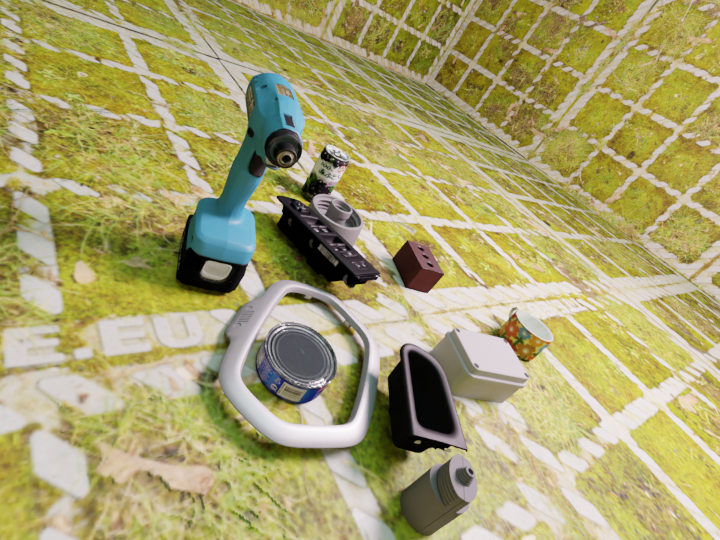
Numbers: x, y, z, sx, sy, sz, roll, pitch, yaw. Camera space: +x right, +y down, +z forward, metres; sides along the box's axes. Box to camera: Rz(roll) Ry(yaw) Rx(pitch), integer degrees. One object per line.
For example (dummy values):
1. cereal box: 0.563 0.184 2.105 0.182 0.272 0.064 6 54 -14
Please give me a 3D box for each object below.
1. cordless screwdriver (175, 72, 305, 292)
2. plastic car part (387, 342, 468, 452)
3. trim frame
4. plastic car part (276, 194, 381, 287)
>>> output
1. cordless screwdriver: -0.129 -0.073 0.453 0.071 0.248 0.166 16 35 -29
2. plastic car part: 0.058 0.149 0.466 0.064 0.071 0.120 21 32 -19
3. trim frame: -0.062 0.093 0.485 0.183 0.027 0.251 28 31 -5
4. plastic car part: -0.063 -0.041 0.642 0.063 0.067 0.212 -8 48 -48
